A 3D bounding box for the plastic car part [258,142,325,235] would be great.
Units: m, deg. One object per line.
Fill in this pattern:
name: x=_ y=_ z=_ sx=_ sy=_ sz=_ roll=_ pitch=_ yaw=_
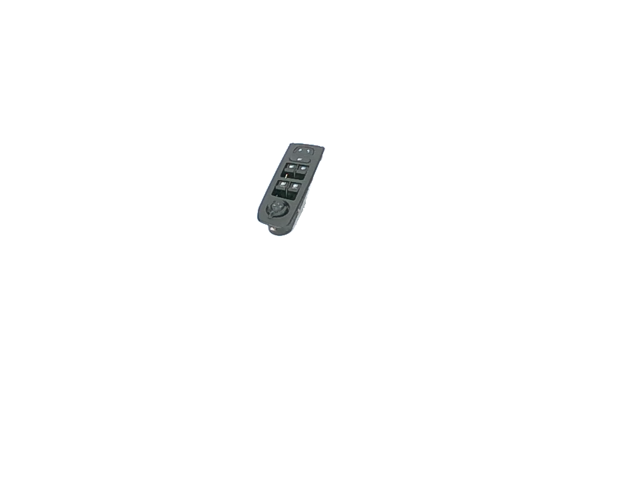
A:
plastic car part: x=-0.051 y=-0.085 z=0.721 sx=0.066 sy=0.202 sz=0.067 roll=15 pitch=-41 yaw=6
